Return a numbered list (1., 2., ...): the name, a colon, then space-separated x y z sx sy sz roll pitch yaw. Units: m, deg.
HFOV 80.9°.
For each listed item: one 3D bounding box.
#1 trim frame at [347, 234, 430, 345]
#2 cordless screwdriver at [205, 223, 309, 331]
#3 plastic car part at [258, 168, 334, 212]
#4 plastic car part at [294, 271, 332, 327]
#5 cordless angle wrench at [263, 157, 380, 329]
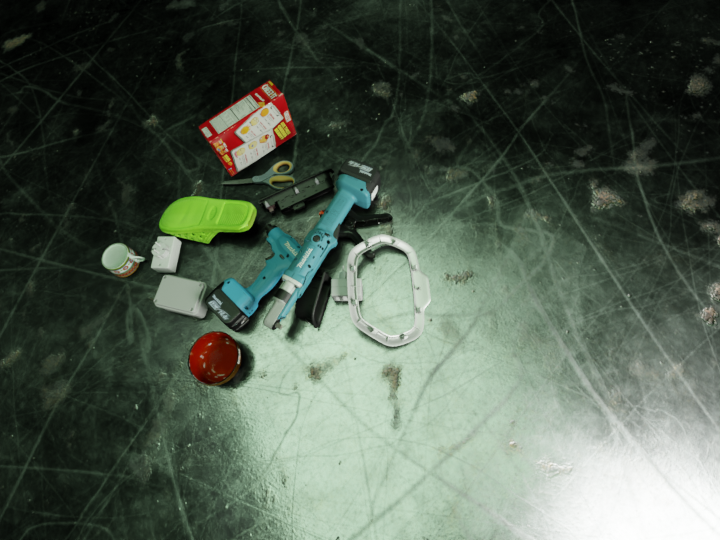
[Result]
1. trim frame: 0.061 0.036 0.908 0.180 0.027 0.254 4 66 -14
2. cordless screwdriver: -0.243 0.009 0.974 0.247 0.072 0.166 -41 68 -12
3. plastic car part: -0.148 -0.190 1.042 0.202 0.065 0.069 -29 78 -3
4. plastic car part: -0.112 0.061 0.938 0.074 0.063 0.117 13 73 23
5. cordless angle wrench: -0.091 -0.059 0.927 0.101 0.072 0.423 25 71 16
